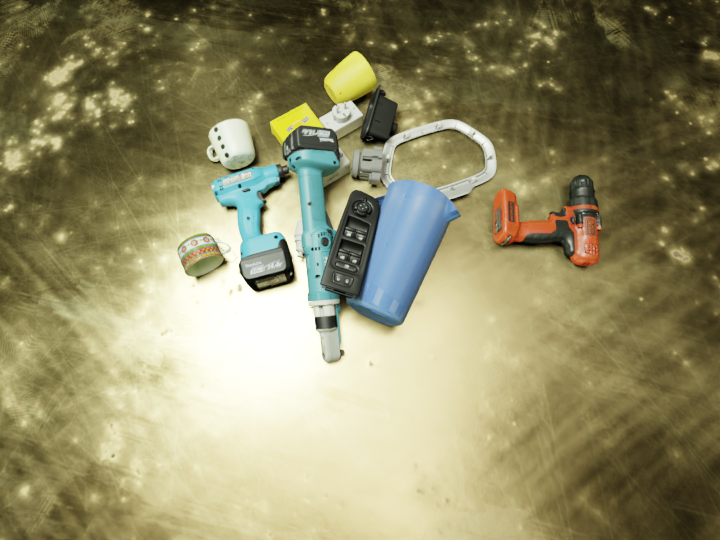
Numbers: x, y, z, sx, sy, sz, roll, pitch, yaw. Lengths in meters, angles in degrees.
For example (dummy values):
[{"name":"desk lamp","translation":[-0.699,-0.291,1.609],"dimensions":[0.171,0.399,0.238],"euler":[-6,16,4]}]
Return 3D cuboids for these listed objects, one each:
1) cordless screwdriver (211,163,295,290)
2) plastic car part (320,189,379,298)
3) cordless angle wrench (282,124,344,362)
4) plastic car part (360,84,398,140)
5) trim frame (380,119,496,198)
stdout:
[{"name":"cordless screwdriver","translation":[-0.184,-0.095,0.821],"dimensions":[0.158,0.072,0.257],"euler":[-20,67,-6]},{"name":"plastic car part","translation":[-0.013,-0.045,0.736],"dimensions":[0.067,0.066,0.205],"euler":[14,67,3]},{"name":"cordless angle wrench","translation":[-0.075,-0.049,0.772],"dimensions":[0.094,0.077,0.427],"euler":[-1,81,-30]},{"name":"plastic car part","translation":[0.045,-0.321,0.902],"dimensions":[0.070,0.066,0.118],"euler":[15,74,-11]},{"name":"trim frame","translation":[0.160,-0.228,0.878],"dimensions":[0.246,0.027,0.189],"euler":[-18,72,-6]}]
